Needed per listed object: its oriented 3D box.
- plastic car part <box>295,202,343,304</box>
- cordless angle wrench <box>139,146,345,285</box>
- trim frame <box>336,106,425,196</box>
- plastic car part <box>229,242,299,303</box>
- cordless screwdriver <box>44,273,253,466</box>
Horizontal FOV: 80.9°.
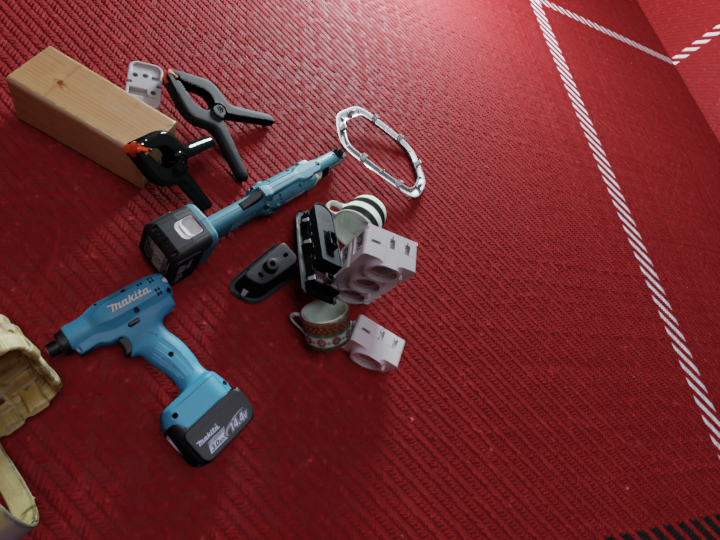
[{"bbox_3d":[-0.067,-0.044,0.690,0.063,0.067,0.212,18,34,-28],"label":"plastic car part"},{"bbox_3d":[-0.161,-0.123,0.713,0.075,0.099,0.415,49,50,0],"label":"cordless angle wrench"},{"bbox_3d":[0.049,-0.251,0.884,0.238,0.028,0.188,32,48,-24],"label":"trim frame"},{"bbox_3d":[-0.143,-0.001,0.663,0.066,0.072,0.115,47,52,1],"label":"plastic car part"},{"bbox_3d":[-0.261,0.135,0.536,0.156,0.074,0.253,-34,79,-34],"label":"cordless screwdriver"}]
